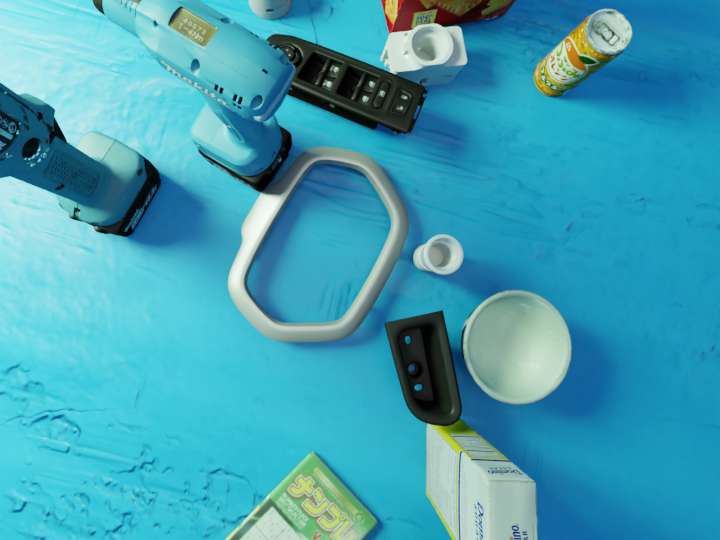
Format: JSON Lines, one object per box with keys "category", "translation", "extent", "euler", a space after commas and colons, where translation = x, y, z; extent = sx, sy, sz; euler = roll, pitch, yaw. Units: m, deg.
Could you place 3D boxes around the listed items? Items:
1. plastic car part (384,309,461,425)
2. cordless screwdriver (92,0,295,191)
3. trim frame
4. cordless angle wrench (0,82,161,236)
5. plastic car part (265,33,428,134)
{"category": "plastic car part", "translation": [0.065, 0.107, 0.474], "extent": [0.065, 0.071, 0.117], "euler": [-11, 86, -7]}
{"category": "cordless screwdriver", "translation": [-0.141, -0.162, 0.400], "extent": [0.159, 0.250, 0.074], "euler": [32, 83, -5]}
{"category": "trim frame", "translation": [-0.049, -0.032, 0.503], "extent": [0.184, 0.027, 0.249], "euler": [28, 83, 0]}
{"category": "cordless angle wrench", "translation": [-0.254, -0.099, 0.299], "extent": [0.074, 0.425, 0.098], "euler": [27, 84, -7]}
{"category": "plastic car part", "translation": [-0.029, -0.219, 0.504], "extent": [0.202, 0.067, 0.066], "euler": [24, 84, -1]}
